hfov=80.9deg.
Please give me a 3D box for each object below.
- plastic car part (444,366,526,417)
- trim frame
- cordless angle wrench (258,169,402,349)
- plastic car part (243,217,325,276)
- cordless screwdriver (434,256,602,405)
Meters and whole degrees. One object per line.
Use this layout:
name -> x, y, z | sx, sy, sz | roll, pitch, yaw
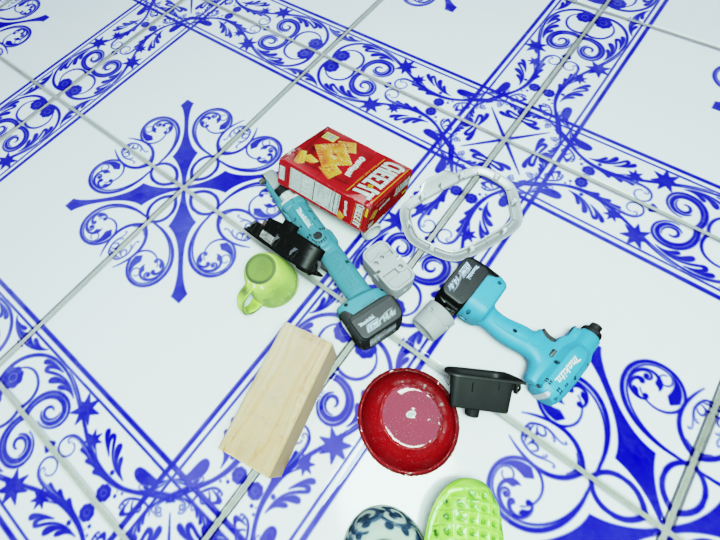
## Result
plastic car part -> 0.183, 0.191, 0.657 | 0.115, 0.066, 0.071 | 4, 87, -6
trim frame -> 0.198, -0.119, 0.830 | 0.247, 0.026, 0.192 | -29, 64, -6
cordless angle wrench -> -0.079, -0.051, 0.804 | 0.097, 0.072, 0.442 | -32, 63, -10
plastic car part -> -0.128, -0.049, 0.764 | 0.215, 0.062, 0.067 | 37, 92, 41
cordless screwdriver -> 0.261, 0.077, 0.704 | 0.158, 0.072, 0.257 | -42, 71, -15
